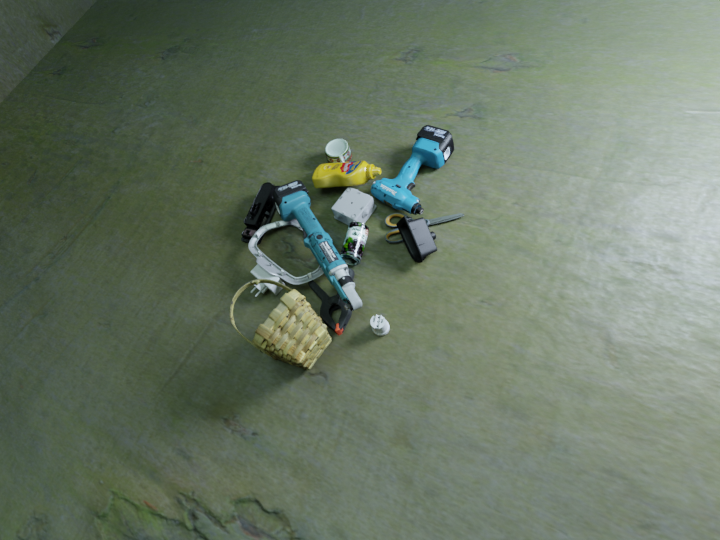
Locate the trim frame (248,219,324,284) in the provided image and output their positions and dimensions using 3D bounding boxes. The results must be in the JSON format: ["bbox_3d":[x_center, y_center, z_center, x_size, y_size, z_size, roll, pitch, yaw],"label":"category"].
[{"bbox_3d":[-0.189,-0.057,1.131,0.261,0.026,0.182,36,64,28],"label":"trim frame"}]

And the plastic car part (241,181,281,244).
[{"bbox_3d":[-0.294,-0.178,1.237,0.069,0.063,0.204,7,62,27],"label":"plastic car part"}]

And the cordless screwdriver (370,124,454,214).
[{"bbox_3d":[0.161,-0.263,1.126,0.168,0.070,0.248,35,80,33],"label":"cordless screwdriver"}]

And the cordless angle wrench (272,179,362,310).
[{"bbox_3d":[-0.105,-0.069,1.078,0.096,0.072,0.444,-24,54,-14],"label":"cordless angle wrench"}]

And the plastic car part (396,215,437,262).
[{"bbox_3d":[0.147,-0.082,1.036,0.070,0.066,0.118,-23,81,-13],"label":"plastic car part"}]
